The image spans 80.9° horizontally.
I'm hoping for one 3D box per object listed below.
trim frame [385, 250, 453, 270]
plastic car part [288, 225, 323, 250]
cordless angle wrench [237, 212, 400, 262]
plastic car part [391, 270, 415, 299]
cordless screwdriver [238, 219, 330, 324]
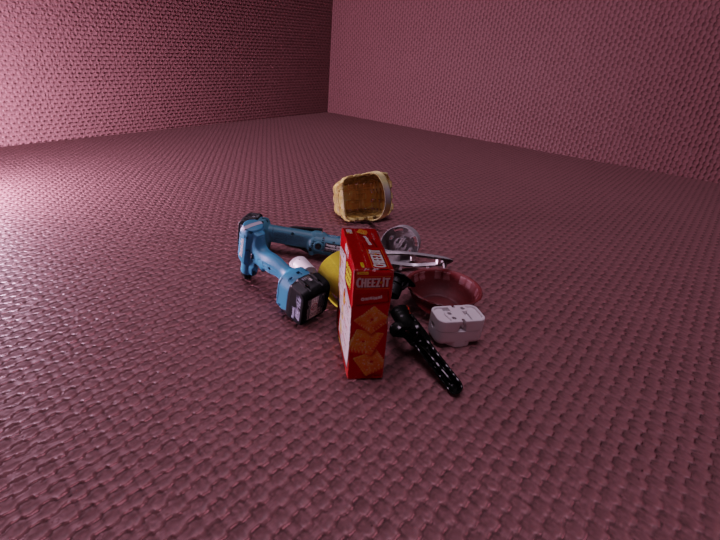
[{"bbox_3d":[0.098,-0.020,0.988,0.237,0.028,0.191,4,-6,-32],"label":"trim frame"},{"bbox_3d":[-0.154,-0.096,1.186,0.120,0.065,0.069,9,12,17],"label":"plastic car part"},{"bbox_3d":[-0.108,-0.071,1.106,0.429,0.096,0.075,10,24,7],"label":"cordless angle wrench"},{"bbox_3d":[0.018,0.025,0.923,0.213,0.063,0.067,2,51,40],"label":"plastic car part"},{"bbox_3d":[-0.181,0.017,0.911,0.072,0.156,0.261,-24,53,-40],"label":"cordless screwdriver"}]
